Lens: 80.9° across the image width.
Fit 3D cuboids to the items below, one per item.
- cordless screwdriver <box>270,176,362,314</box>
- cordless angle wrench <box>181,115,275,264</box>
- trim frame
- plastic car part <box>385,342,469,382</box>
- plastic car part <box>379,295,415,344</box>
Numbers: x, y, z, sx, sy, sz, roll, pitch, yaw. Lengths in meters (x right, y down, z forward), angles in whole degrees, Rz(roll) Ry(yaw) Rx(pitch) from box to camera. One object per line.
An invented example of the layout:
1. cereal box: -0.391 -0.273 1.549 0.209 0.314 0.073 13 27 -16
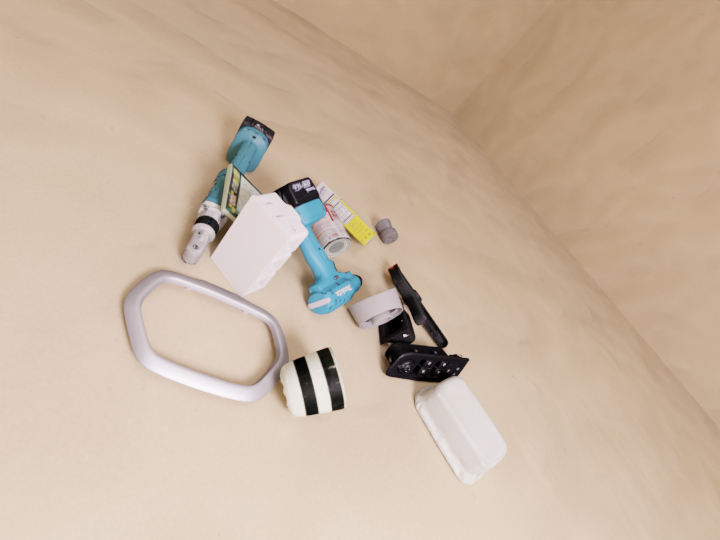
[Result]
1. cordless screwdriver: -0.079 -0.052 0.811 0.154 0.076 0.249 -23 88 -58
2. cordless angle wrench: -0.250 -0.163 0.802 0.072 0.098 0.434 27 37 -20
3. trim frame: -0.208 0.086 0.595 0.239 0.028 0.190 24 36 -23
4. plastic car part: 0.121 0.172 0.814 0.192 0.066 0.070 11 34 -40
5. plastic car part: 0.079 0.108 0.859 0.068 0.067 0.120 45 23 -27
